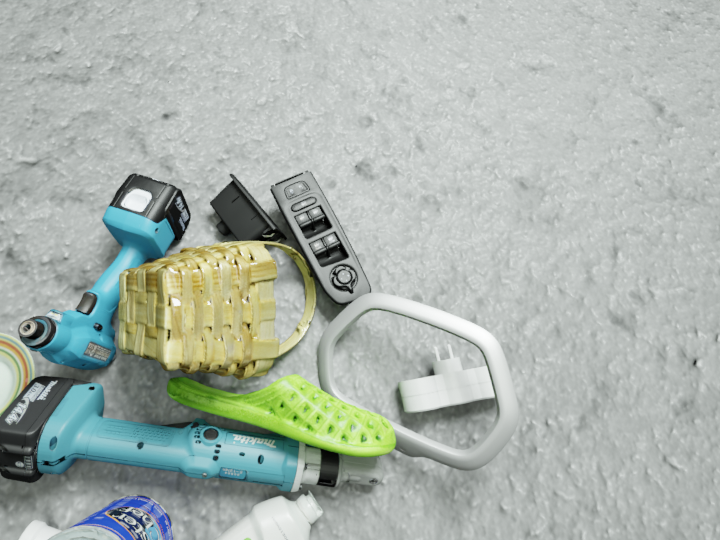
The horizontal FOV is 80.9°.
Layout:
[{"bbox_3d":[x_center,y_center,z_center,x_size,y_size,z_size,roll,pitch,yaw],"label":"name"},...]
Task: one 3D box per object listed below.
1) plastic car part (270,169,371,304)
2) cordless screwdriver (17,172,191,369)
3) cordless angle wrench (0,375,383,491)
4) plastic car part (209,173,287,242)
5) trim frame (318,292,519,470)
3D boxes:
[{"bbox_3d":[-0.058,-0.038,0.596,0.065,0.066,0.209,-23,70,-21],"label":"plastic car part"},{"bbox_3d":[-0.306,-0.007,0.520,0.075,0.157,0.251,18,68,0],"label":"cordless screwdriver"},{"bbox_3d":[-0.178,0.207,0.490,0.418,0.073,0.100,11,24,-6],"label":"cordless angle wrench"},{"bbox_3d":[-0.172,-0.074,0.611,0.071,0.064,0.120,-43,76,-3],"label":"plastic car part"},{"bbox_3d":[0.058,0.130,0.512,0.259,0.026,0.184,17,93,24],"label":"trim frame"}]
